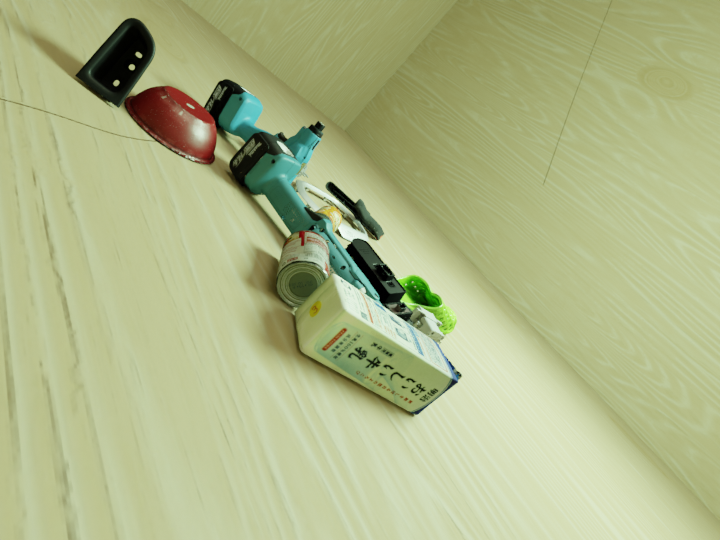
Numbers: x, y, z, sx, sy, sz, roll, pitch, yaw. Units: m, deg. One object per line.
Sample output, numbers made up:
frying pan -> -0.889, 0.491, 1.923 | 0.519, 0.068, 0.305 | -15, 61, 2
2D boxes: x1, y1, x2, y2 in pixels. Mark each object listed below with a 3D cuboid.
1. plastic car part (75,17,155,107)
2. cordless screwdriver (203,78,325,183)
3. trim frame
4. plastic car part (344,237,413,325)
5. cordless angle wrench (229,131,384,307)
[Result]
plastic car part -> -0.344, -0.300, 0.618 | 0.063, 0.116, 0.074 | 37, -6, -22
cordless screwdriver -> -0.194, -0.295, 0.855 | 0.256, 0.160, 0.072 | 46, 16, 15
trim frame -> -0.067, -0.138, 1.001 | 0.235, 0.028, 0.194 | 24, 24, -54
plastic car part -> 0.023, 0.011, 0.759 | 0.064, 0.066, 0.214 | -9, 42, -31
cordless angle wrench -> -0.065, -0.043, 0.668 | 0.438, 0.099, 0.071 | 54, 19, 20
